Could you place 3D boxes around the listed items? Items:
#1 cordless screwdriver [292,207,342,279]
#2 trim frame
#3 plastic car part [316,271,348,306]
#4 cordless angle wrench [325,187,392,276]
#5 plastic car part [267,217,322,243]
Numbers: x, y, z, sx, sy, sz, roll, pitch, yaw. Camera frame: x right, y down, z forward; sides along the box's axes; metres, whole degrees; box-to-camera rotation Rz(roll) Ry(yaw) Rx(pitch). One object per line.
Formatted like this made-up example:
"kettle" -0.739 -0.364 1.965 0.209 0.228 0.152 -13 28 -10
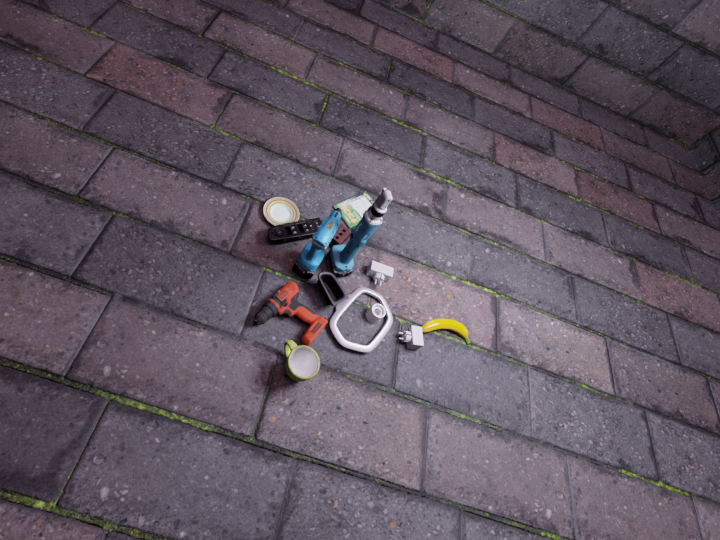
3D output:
"cordless screwdriver" -0.132 -0.086 1.351 0.074 0.249 0.160 31 54 -6
"trim frame" 0.004 0.158 1.385 0.187 0.027 0.246 39 54 6
"plastic car part" -0.102 0.064 1.377 0.064 0.071 0.120 -23 71 -32
"cordless angle wrench" -0.003 -0.108 1.305 0.072 0.424 0.101 -3 64 -26
"plastic car part" -0.226 -0.131 1.456 0.196 0.067 0.068 -11 66 -26
